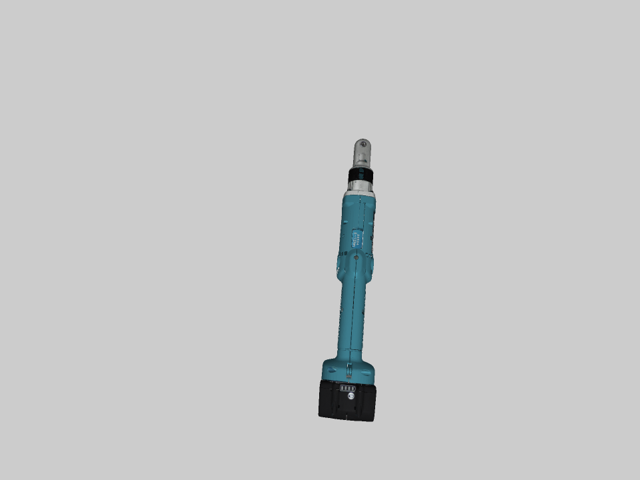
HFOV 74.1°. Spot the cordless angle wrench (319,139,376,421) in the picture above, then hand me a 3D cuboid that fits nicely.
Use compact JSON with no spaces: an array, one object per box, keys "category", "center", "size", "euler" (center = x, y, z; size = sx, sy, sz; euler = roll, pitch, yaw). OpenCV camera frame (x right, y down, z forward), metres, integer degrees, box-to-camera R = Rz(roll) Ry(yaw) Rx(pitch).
[{"category":"cordless angle wrench","center":[0.051,0.039,0.634],"size":[0.074,0.422,0.098],"euler":[4,-16,3]}]
